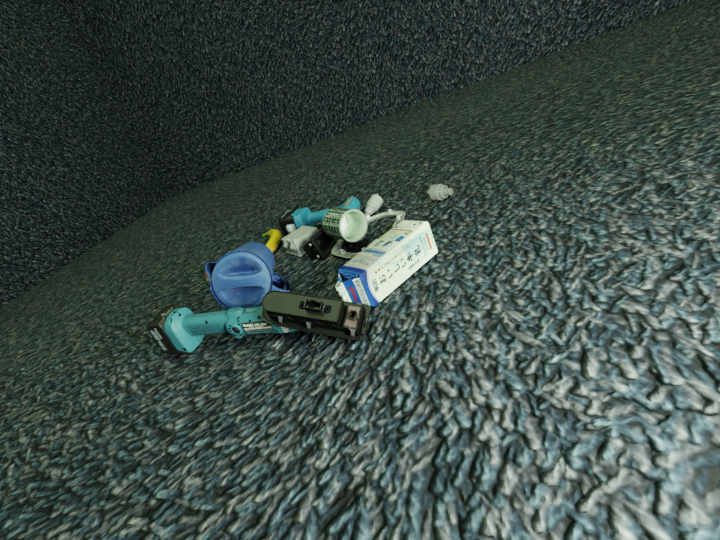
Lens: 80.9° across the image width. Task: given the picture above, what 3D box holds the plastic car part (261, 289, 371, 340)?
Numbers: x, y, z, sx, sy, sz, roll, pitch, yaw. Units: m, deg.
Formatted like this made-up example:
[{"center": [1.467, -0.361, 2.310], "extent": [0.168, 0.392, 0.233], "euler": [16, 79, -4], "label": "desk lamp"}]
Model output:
[{"center": [-0.091, 0.071, 0.735], "extent": [0.211, 0.064, 0.067], "euler": [5, 69, 23], "label": "plastic car part"}]

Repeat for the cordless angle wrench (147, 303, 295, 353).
[{"center": [-0.240, 0.104, 0.852], "extent": [0.437, 0.094, 0.075], "euler": [-8, 29, 24], "label": "cordless angle wrench"}]

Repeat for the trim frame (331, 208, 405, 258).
[{"center": [0.024, -0.099, 1.090], "extent": [0.191, 0.027, 0.247], "euler": [-7, 28, 30], "label": "trim frame"}]

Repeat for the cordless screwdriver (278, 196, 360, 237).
[{"center": [-0.129, -0.152, 1.280], "extent": [0.256, 0.072, 0.160], "euler": [-9, 28, 21], "label": "cordless screwdriver"}]

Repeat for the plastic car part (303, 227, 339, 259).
[{"center": [-0.110, -0.072, 1.127], "extent": [0.073, 0.065, 0.116], "euler": [-25, 16, 34], "label": "plastic car part"}]
